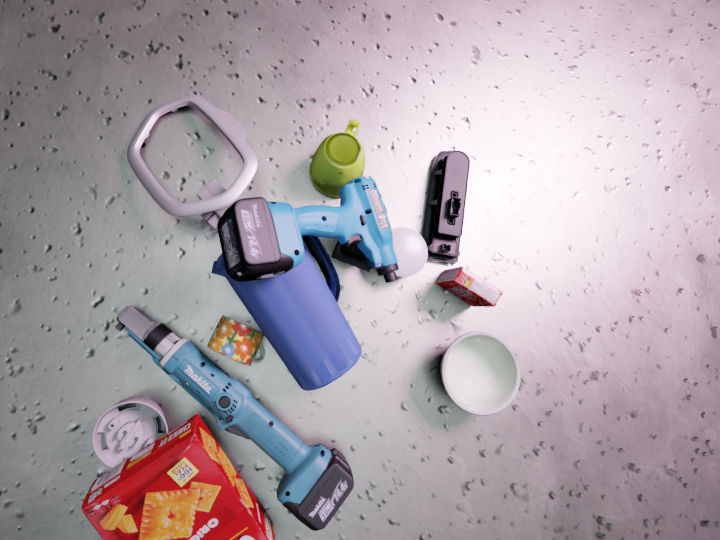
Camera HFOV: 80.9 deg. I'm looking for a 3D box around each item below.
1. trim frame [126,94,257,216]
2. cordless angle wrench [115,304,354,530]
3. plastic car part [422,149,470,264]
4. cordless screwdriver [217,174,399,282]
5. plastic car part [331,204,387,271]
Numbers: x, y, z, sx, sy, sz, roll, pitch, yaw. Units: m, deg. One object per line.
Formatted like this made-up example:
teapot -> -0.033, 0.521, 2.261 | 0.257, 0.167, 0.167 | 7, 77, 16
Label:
trim frame -> -0.272, -0.189, 0.680 | 0.183, 0.026, 0.259 | -41, 67, -7
cordless angle wrench -> -0.198, 0.194, 0.629 | 0.427, 0.074, 0.098 | 39, 79, 5
plastic car part -> 0.149, -0.118, 0.715 | 0.067, 0.066, 0.205 | 8, 77, 1
cordless screwdriver -> -0.056, -0.036, 0.569 | 0.240, 0.076, 0.161 | -16, 83, -34
plastic car part -> 0.009, -0.062, 0.686 | 0.068, 0.069, 0.116 | 22, 90, 13
